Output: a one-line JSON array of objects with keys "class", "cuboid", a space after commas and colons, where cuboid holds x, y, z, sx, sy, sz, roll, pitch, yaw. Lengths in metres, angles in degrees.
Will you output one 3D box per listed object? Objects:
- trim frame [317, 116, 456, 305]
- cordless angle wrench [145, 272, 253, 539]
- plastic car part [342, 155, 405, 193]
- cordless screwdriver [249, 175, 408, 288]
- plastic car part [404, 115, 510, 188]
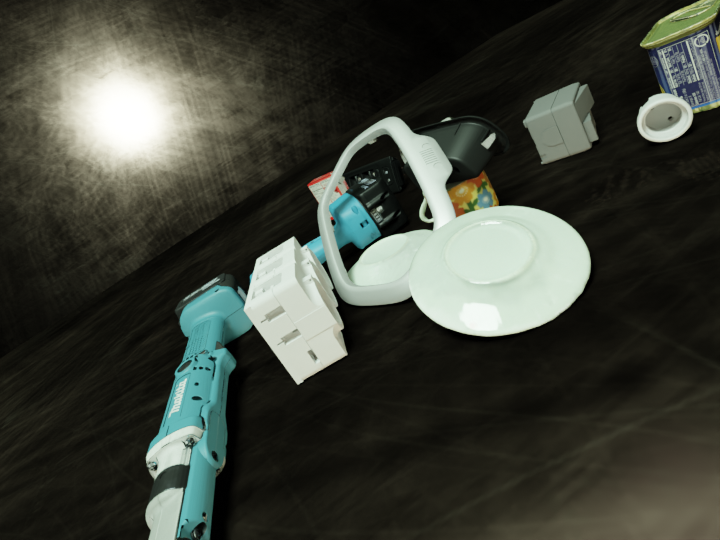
[{"class": "trim frame", "cuboid": [0.020, -0.072, 0.481, 0.186, 0.026, 0.259, -43, 43, 28]}, {"class": "cordless angle wrench", "cuboid": [-0.160, 0.114, 0.429, 0.098, 0.072, 0.438, -33, 22, -2]}, {"class": "plastic car part", "cuboid": [0.019, -0.180, 0.846, 0.065, 0.065, 0.212, -32, 17, -34]}, {"class": "cordless screwdriver", "cuboid": [-0.062, -0.040, 0.633, 0.248, 0.072, 0.165, -38, 20, -6]}, {"class": "plastic car part", "cuboid": [0.095, -0.123, 0.474, 0.071, 0.063, 0.122, -55, 30, -17]}]
